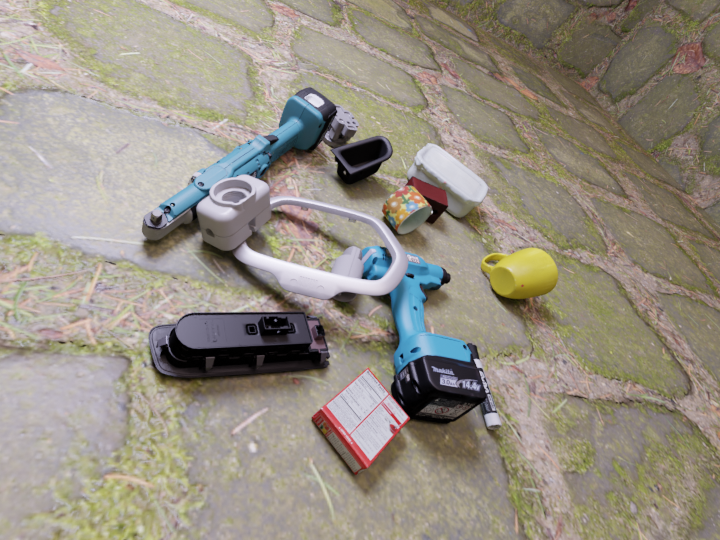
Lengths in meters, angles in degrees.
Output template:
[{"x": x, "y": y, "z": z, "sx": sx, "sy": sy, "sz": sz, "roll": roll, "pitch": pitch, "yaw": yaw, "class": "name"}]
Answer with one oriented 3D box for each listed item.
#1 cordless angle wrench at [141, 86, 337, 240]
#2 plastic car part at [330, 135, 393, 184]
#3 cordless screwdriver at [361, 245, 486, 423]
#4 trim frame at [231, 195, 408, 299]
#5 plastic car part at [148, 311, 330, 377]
[{"x": -0.167, "y": -0.167, "z": 0.640, "sx": 0.074, "sy": 0.098, "sz": 0.421, "roll": 36, "pitch": 45, "yaw": -2, "class": "cordless angle wrench"}, {"x": 0.003, "y": -0.196, "z": 0.781, "sx": 0.113, "sy": 0.070, "sz": 0.068, "roll": -25, "pitch": 69, "yaw": -27, "class": "plastic car part"}, {"x": 0.094, "y": 0.074, "z": 0.583, "sx": 0.153, "sy": 0.074, "sz": 0.259, "roll": 11, "pitch": 42, "yaw": -26, "class": "cordless screwdriver"}, {"x": -0.057, "y": -0.037, "z": 0.581, "sx": 0.249, "sy": 0.027, "sz": 0.188, "roll": 14, "pitch": 41, "yaw": -1, "class": "trim frame"}, {"x": -0.118, "y": 0.075, "z": 0.455, "sx": 0.195, "sy": 0.067, "sz": 0.069, "roll": 1, "pitch": 59, "yaw": -29, "class": "plastic car part"}]
